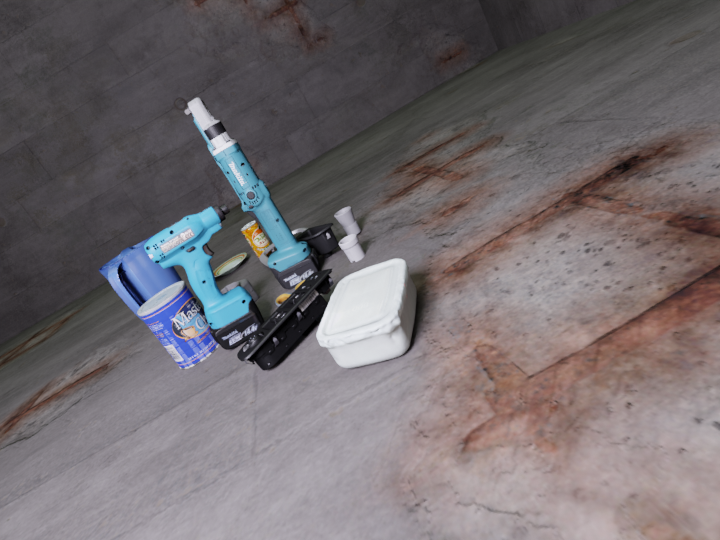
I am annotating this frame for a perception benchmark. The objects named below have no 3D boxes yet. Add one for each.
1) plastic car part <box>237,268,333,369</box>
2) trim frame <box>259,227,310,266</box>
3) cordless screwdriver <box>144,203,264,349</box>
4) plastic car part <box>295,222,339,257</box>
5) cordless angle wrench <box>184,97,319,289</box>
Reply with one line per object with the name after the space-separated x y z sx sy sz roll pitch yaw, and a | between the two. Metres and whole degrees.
-0.112 0.081 0.674 0.200 0.065 0.069 -44 23 -31 | plastic car part
-0.185 -0.066 1.148 0.182 0.027 0.259 -37 22 -15 | trim frame
-0.259 0.010 0.782 0.158 0.242 0.077 -34 17 -12 | cordless screwdriver
-0.094 -0.061 0.960 0.065 0.069 0.122 -42 23 -31 | plastic car part
-0.221 -0.157 0.868 0.099 0.411 0.076 -27 17 9 | cordless angle wrench
